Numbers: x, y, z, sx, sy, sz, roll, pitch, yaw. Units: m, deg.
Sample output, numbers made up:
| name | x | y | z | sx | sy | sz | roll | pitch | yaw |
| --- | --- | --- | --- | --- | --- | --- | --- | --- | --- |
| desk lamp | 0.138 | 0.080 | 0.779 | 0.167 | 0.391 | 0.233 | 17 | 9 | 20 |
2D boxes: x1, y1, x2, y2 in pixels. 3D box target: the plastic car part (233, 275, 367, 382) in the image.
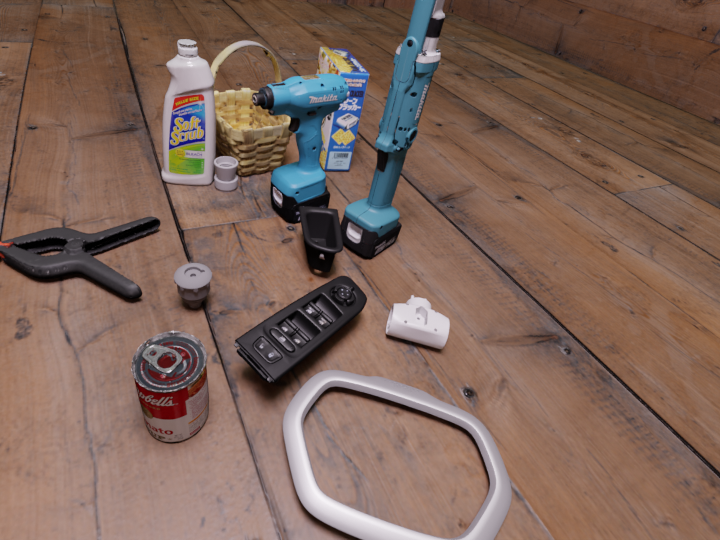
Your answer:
| name | x | y | z | sx | sy | sz | roll | pitch | yaw |
| --- | --- | --- | --- | --- | --- | --- | --- | --- | --- |
| plastic car part | -0.065 | 0.075 | 0.538 | 0.069 | 0.065 | 0.198 | 33 | 45 | 22 |

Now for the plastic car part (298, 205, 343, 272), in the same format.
| name | x | y | z | sx | sy | sz | roll | pitch | yaw |
| --- | --- | --- | --- | --- | --- | --- | --- | --- | --- |
| plastic car part | -0.065 | -0.043 | 0.670 | 0.065 | 0.069 | 0.121 | 2 | 41 | -13 |

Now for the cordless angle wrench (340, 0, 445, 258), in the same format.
| name | x | y | z | sx | sy | sz | roll | pitch | yaw |
| --- | --- | --- | --- | --- | --- | --- | --- | --- | --- |
| cordless angle wrench | 0.053 | -0.204 | 0.616 | 0.078 | 0.414 | 0.095 | 36 | 44 | 23 |

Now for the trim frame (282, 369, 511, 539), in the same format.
| name | x | y | z | sx | sy | sz | roll | pitch | yaw |
| --- | --- | --- | --- | --- | --- | --- | --- | --- | --- |
| trim frame | 0.037 | 0.193 | 0.452 | 0.251 | 0.027 | 0.186 | 14 | 41 | 4 |

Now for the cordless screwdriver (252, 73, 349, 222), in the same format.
| name | x | y | z | sx | sy | sz | roll | pitch | yaw |
| --- | --- | --- | --- | --- | --- | --- | --- | --- | --- |
| cordless screwdriver | -0.111 | -0.196 | 0.703 | 0.154 | 0.244 | 0.078 | -21 | 52 | -34 |
